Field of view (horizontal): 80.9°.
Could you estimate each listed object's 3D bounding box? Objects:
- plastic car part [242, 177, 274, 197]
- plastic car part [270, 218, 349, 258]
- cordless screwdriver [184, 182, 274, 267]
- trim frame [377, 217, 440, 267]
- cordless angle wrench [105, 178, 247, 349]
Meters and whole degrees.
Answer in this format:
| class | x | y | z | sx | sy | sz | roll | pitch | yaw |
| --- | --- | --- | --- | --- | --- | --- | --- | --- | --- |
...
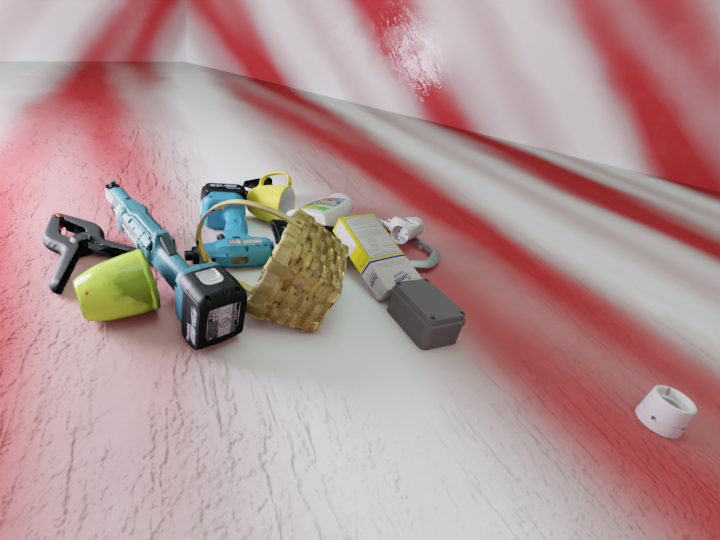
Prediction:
| class | x | y | z | sx | sy | sz | roll | pitch | yaw |
| --- | --- | --- | --- | --- | --- | --- | --- | --- | --- |
| plastic car part | -0.235 | -0.186 | 1.043 | 0.073 | 0.066 | 0.113 | 40 | 34 | 17 |
| plastic car part | -0.082 | -0.054 | 0.839 | 0.195 | 0.066 | 0.070 | 0 | 36 | -26 |
| cordless screwdriver | -0.279 | -0.089 | 0.839 | 0.154 | 0.073 | 0.262 | -5 | 36 | -26 |
| trim frame | 0.062 | -0.066 | 0.953 | 0.177 | 0.027 | 0.263 | -19 | 39 | -40 |
| cordless angle wrench | -0.331 | -0.041 | 0.686 | 0.071 | 0.096 | 0.447 | -16 | 42 | -42 |
